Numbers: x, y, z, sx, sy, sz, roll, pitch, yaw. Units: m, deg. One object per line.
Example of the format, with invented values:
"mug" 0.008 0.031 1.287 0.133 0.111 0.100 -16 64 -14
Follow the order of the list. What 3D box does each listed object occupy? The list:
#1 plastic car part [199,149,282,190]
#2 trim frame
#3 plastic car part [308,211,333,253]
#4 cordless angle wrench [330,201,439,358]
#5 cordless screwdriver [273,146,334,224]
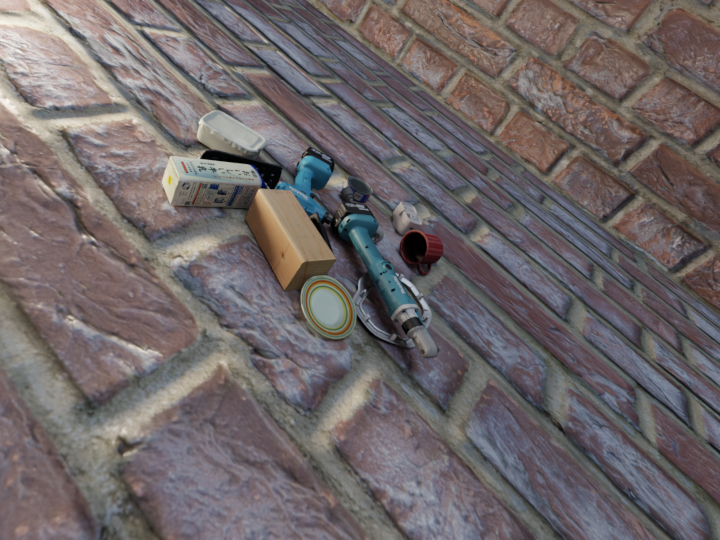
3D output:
"plastic car part" -0.294 -0.253 1.024 0.193 0.066 0.071 6 34 -35
"trim frame" 0.074 0.075 0.951 0.188 0.027 0.244 38 36 9
"plastic car part" -0.093 -0.061 0.953 0.067 0.067 0.122 40 21 -52
"cordless angle wrench" 0.051 0.009 0.936 0.093 0.074 0.444 3 43 -33
"cordless screwdriver" -0.123 -0.221 1.115 0.157 0.074 0.252 29 38 -8
